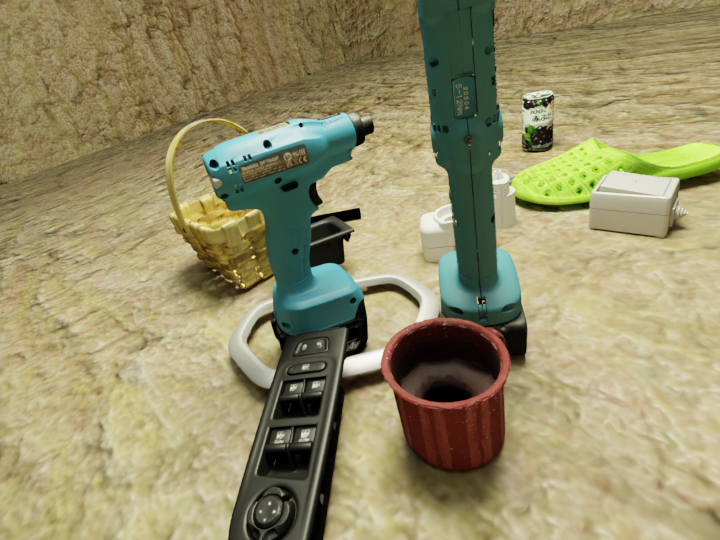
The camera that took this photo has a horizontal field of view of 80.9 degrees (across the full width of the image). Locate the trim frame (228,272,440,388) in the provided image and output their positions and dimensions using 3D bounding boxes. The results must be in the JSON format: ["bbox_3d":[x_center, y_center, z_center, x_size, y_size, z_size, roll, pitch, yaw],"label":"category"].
[{"bbox_3d":[-0.032,0.060,0.490,0.249,0.026,0.191,-15,31,0],"label":"trim frame"}]

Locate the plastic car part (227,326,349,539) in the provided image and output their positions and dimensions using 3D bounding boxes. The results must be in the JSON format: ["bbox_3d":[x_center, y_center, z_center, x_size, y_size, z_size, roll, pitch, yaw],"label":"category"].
[{"bbox_3d":[-0.048,0.137,0.336,0.068,0.064,0.206,-7,31,13],"label":"plastic car part"}]

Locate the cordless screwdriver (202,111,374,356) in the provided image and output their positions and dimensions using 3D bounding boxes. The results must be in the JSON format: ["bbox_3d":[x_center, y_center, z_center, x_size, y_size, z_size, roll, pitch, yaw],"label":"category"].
[{"bbox_3d":[-0.042,-0.027,0.428,0.157,0.240,0.078,-21,29,-14],"label":"cordless screwdriver"}]

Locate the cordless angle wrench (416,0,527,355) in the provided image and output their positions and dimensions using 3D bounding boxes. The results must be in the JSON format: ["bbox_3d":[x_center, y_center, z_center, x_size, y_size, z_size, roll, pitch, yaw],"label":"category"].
[{"bbox_3d":[0.085,-0.111,0.344,0.076,0.408,0.099,-5,29,14],"label":"cordless angle wrench"}]

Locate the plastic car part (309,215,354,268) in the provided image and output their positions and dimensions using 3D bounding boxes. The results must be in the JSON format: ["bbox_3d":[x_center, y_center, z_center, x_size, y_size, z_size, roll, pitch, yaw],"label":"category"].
[{"bbox_3d":[-0.069,-0.022,0.599,0.114,0.068,0.069,-26,31,-18],"label":"plastic car part"}]
